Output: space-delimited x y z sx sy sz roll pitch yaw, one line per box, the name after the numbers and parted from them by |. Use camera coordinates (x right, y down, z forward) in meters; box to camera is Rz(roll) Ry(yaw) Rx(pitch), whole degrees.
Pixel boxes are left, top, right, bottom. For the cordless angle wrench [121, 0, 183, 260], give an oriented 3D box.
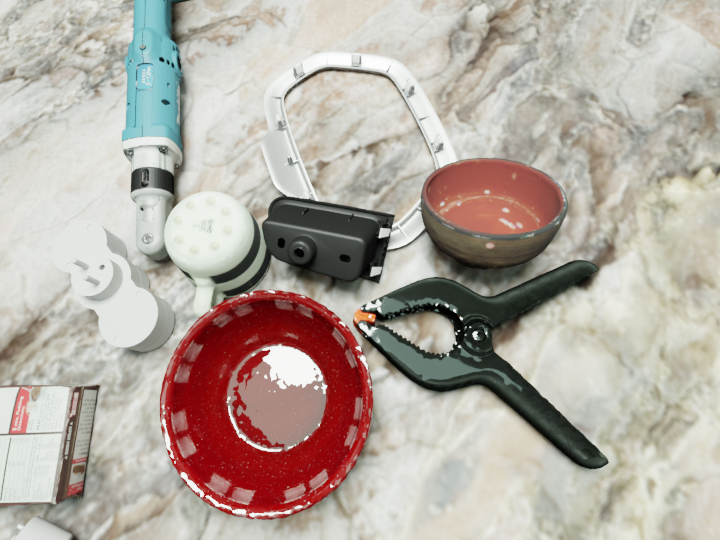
-0.219 -0.218 0.451 0.074 0.096 0.431 -6 73 -4 | cordless angle wrench

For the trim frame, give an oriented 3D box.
-0.008 -0.135 0.436 0.184 0.027 0.255 -20 72 -2 | trim frame

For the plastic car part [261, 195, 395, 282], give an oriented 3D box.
-0.036 -0.023 0.364 0.118 0.071 0.065 13 109 6 | plastic car part
